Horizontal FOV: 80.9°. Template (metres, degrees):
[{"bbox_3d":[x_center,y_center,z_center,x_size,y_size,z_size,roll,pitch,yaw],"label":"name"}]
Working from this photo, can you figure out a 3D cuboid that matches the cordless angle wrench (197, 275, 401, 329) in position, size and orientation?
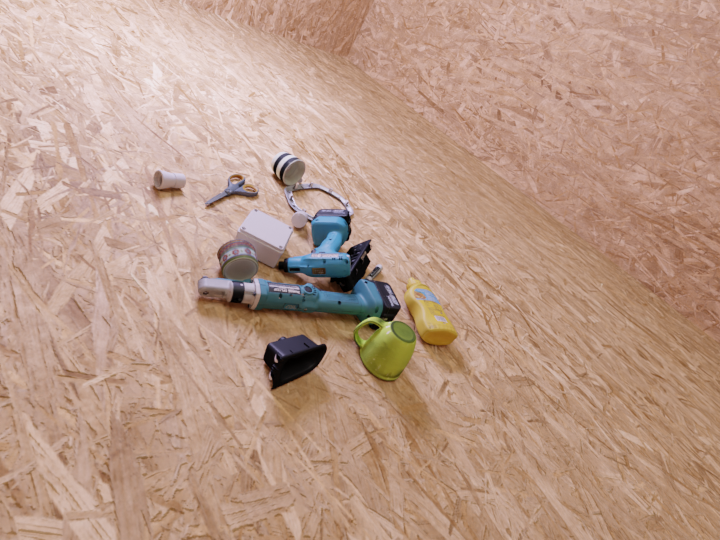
[{"bbox_3d":[-0.115,0.055,0.854,0.405,0.074,0.103,8,39,-28],"label":"cordless angle wrench"}]

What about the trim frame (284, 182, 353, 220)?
[{"bbox_3d":[-0.119,-0.204,1.254,0.191,0.027,0.240,44,32,19],"label":"trim frame"}]

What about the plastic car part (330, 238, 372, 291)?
[{"bbox_3d":[-0.018,-0.007,1.028,0.065,0.068,0.201,68,25,-16],"label":"plastic car part"}]

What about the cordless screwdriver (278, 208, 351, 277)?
[{"bbox_3d":[-0.099,-0.065,1.013,0.161,0.072,0.254,-2,32,4],"label":"cordless screwdriver"}]

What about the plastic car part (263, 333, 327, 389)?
[{"bbox_3d":[-0.122,0.145,0.735,0.074,0.065,0.112,32,25,28],"label":"plastic car part"}]
